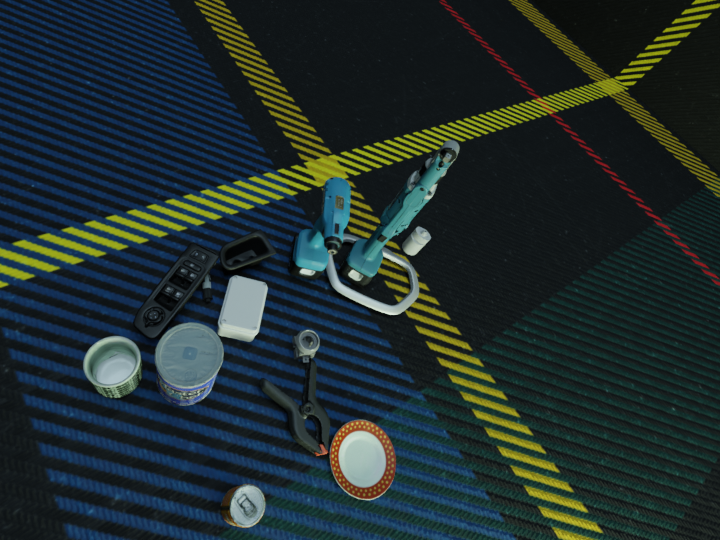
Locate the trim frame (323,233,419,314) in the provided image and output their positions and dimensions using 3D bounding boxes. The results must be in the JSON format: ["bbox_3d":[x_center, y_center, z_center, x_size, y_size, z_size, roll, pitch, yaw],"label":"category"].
[{"bbox_3d":[0.027,0.004,0.993,0.246,0.027,0.187,22,55,-6],"label":"trim frame"}]

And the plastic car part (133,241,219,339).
[{"bbox_3d":[-0.354,0.042,0.808,0.066,0.067,0.204,29,54,-4],"label":"plastic car part"}]

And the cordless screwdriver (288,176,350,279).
[{"bbox_3d":[-0.084,-0.055,0.855,0.072,0.249,0.163,13,57,-17],"label":"cordless screwdriver"}]

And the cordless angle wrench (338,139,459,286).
[{"bbox_3d":[0.069,-0.101,0.831,0.074,0.423,0.098,31,54,-5],"label":"cordless angle wrench"}]

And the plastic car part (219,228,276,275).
[{"bbox_3d":[-0.248,-0.027,0.888,0.113,0.071,0.068,-28,74,-32],"label":"plastic car part"}]
